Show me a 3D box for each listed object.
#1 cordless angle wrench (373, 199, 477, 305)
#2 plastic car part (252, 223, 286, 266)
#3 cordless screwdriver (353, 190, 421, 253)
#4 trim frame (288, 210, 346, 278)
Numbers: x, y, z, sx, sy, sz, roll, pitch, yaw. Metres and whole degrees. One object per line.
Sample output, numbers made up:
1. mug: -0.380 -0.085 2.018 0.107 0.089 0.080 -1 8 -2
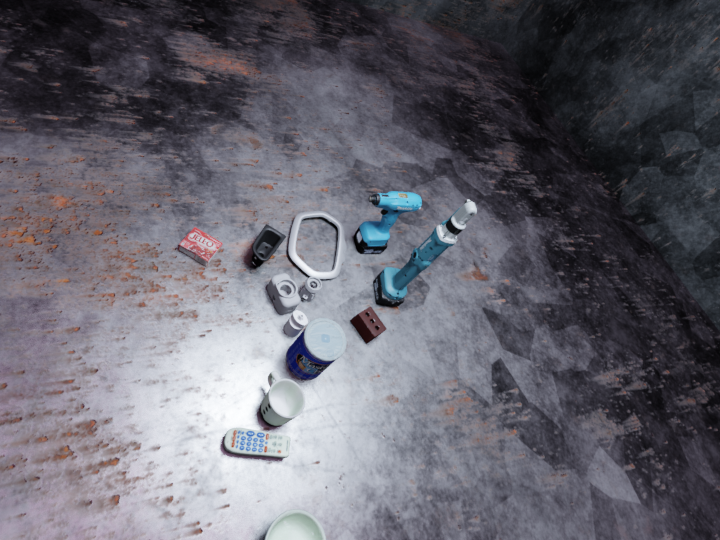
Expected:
1. cordless angle wrench: 0.163 -0.037 1.105 0.072 0.424 0.101 11 55 -23
2. plastic car part: -0.263 -0.057 1.153 0.065 0.071 0.117 31 49 -6
3. cordless screwdriver: 0.052 -0.144 1.246 0.153 0.249 0.077 1 59 -28
4. trim frame: -0.124 -0.081 1.264 0.179 0.027 0.255 16 51 -15
